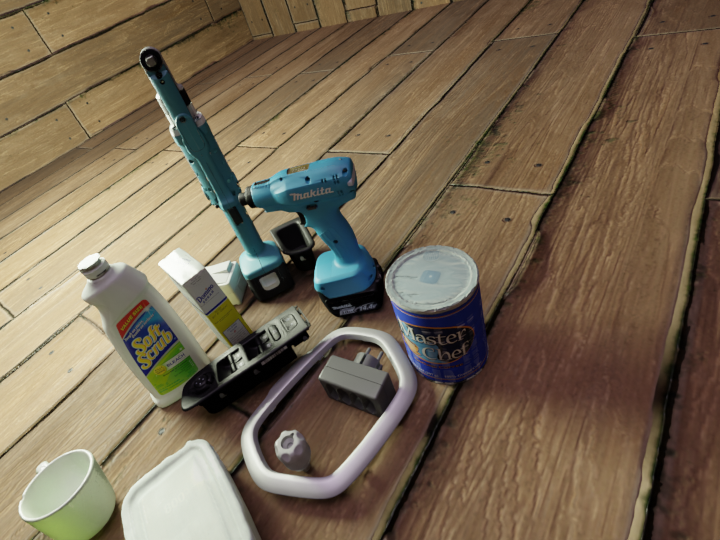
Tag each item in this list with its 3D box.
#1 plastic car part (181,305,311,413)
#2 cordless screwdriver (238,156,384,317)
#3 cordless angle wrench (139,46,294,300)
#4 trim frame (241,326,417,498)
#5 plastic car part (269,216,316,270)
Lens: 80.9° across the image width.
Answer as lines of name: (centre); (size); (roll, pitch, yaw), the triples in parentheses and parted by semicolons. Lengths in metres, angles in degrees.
plastic car part: (-0.157, 0.133, 0.598); (0.201, 0.064, 0.070); (-31, 40, -11)
cordless screwdriver: (-0.060, -0.039, 0.609); (0.163, 0.237, 0.076); (-9, 39, 14)
cordless angle wrench: (-0.214, -0.128, 0.651); (0.074, 0.404, 0.103); (-25, 38, -7)
trim frame: (-0.040, 0.166, 0.535); (0.195, 0.026, 0.246); (19, 55, 39)
plastic car part: (-0.112, -0.037, 0.766); (0.065, 0.068, 0.123); (-27, 39, -7)
